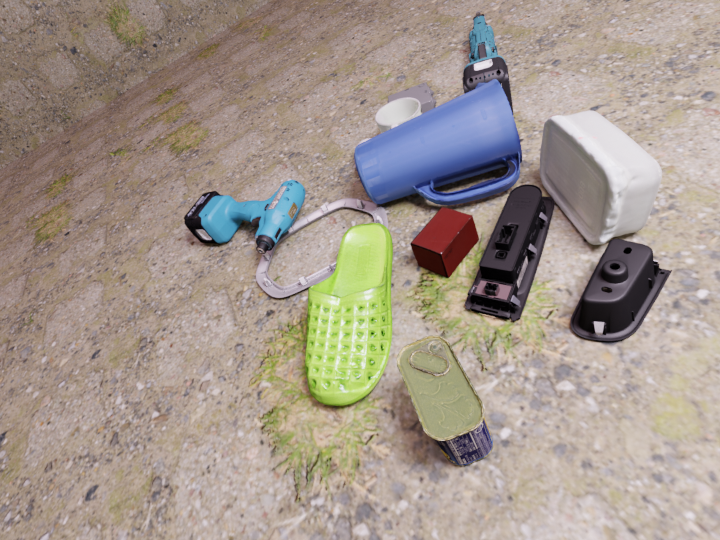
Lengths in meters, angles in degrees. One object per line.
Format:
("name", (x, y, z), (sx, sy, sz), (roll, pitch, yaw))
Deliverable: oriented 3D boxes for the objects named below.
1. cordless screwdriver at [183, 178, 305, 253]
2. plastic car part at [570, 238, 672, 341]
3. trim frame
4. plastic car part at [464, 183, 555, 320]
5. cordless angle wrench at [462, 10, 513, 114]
("cordless screwdriver", (-0.231, -0.092, 0.804), (0.260, 0.070, 0.161), (-2, 49, 32))
("plastic car part", (0.269, 0.013, 0.443), (0.070, 0.067, 0.116), (22, 60, 42))
("trim frame", (-0.070, -0.046, 0.718), (0.249, 0.026, 0.193), (-27, 44, 1))
("plastic car part", (0.193, -0.038, 0.542), (0.070, 0.064, 0.202), (5, 51, 41))
("cordless angle wrench", (0.252, -0.443, 0.869), (0.077, 0.093, 0.430), (-9, 43, 21))
